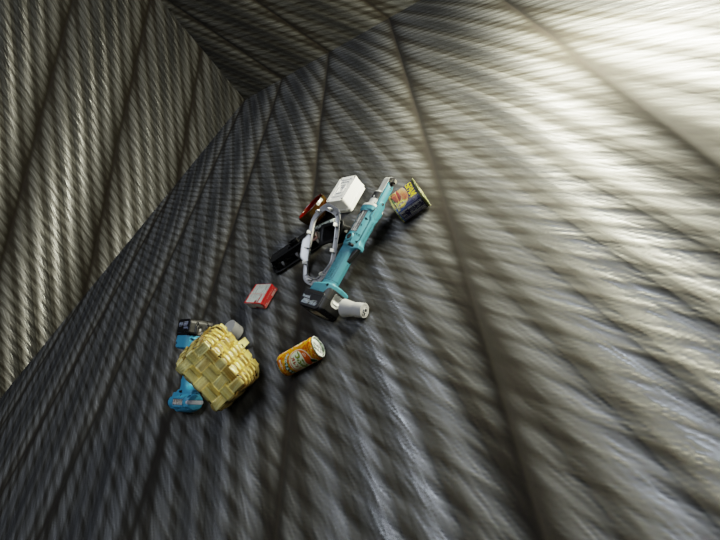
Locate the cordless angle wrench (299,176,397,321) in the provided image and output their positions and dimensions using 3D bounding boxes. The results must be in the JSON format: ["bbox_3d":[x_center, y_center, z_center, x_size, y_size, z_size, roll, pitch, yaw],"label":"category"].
[{"bbox_3d":[-0.014,-0.074,1.099,0.103,0.070,0.424,8,64,49],"label":"cordless angle wrench"}]

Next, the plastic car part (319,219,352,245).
[{"bbox_3d":[-0.060,-0.104,1.214,0.121,0.067,0.067,-8,72,52],"label":"plastic car part"}]

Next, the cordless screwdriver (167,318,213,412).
[{"bbox_3d":[-0.489,0.265,1.189,0.165,0.070,0.254,-19,63,42],"label":"cordless screwdriver"}]

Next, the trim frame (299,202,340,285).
[{"bbox_3d":[-0.118,-0.077,1.207,0.191,0.026,0.252,-15,65,53],"label":"trim frame"}]

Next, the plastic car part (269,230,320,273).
[{"bbox_3d":[-0.207,-0.061,1.326,0.205,0.063,0.069,-35,41,15],"label":"plastic car part"}]
